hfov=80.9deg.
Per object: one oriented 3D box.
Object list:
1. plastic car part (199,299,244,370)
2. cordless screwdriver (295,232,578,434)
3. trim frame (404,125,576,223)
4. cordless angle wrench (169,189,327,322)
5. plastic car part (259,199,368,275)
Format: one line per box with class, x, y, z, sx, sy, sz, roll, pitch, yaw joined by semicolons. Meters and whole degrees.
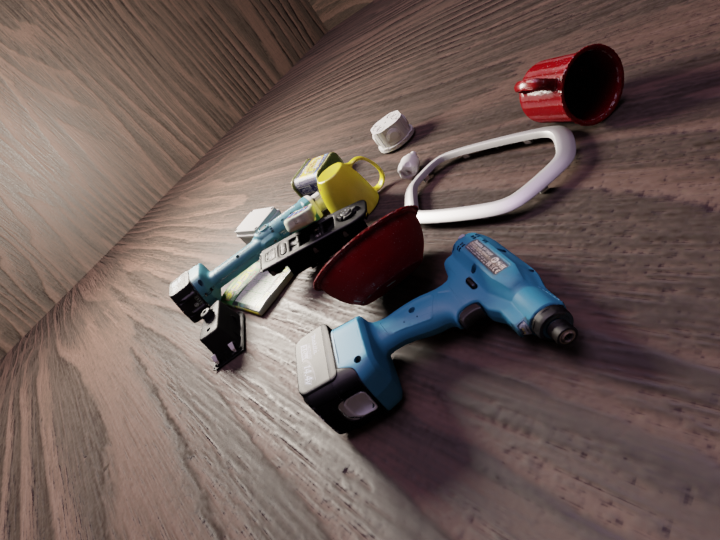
plastic car part;-0.239;0.096;0.714;0.066;0.067;0.122;-36;33;8
cordless screwdriver;0.059;0.070;0.410;0.250;0.071;0.166;-34;31;5
trim frame;0.164;-0.132;0.588;0.260;0.026;0.184;-2;49;49
cordless angle wrench;-0.180;-0.063;0.836;0.421;0.071;0.102;-38;27;-7
plastic car part;-0.068;-0.045;0.698;0.204;0.065;0.068;-31;23;9
